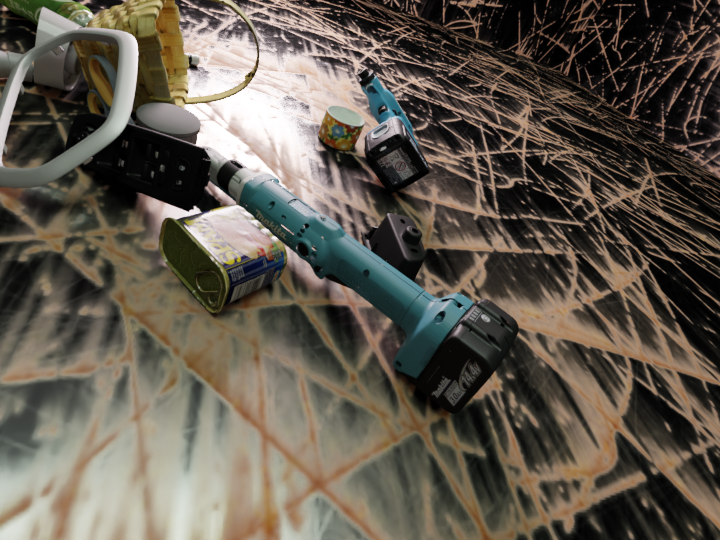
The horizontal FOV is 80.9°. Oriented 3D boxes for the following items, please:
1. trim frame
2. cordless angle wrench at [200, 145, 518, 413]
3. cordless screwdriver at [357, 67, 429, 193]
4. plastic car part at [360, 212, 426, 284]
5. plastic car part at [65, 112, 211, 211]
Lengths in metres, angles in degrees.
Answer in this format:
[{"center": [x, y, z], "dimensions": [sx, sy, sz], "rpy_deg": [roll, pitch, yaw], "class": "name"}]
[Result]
[{"center": [-0.335, -0.191, 0.473], "dimensions": [0.185, 0.026, 0.257], "rpy_deg": [-14, 63, 3], "class": "trim frame"}, {"center": [-0.046, -0.030, 0.466], "dimensions": [0.440, 0.096, 0.072], "rpy_deg": [37, 42, 22], "class": "cordless angle wrench"}, {"center": [0.044, -0.255, 0.738], "dimensions": [0.152, 0.076, 0.255], "rpy_deg": [49, 25, -30], "class": "cordless screwdriver"}, {"center": [0.050, -0.027, 0.526], "dimensions": [0.064, 0.070, 0.121], "rpy_deg": [9, 37, -19], "class": "plastic car part"}, {"center": [-0.244, -0.128, 0.472], "dimensions": [0.210, 0.065, 0.065], "rpy_deg": [20, 19, 17], "class": "plastic car part"}]
